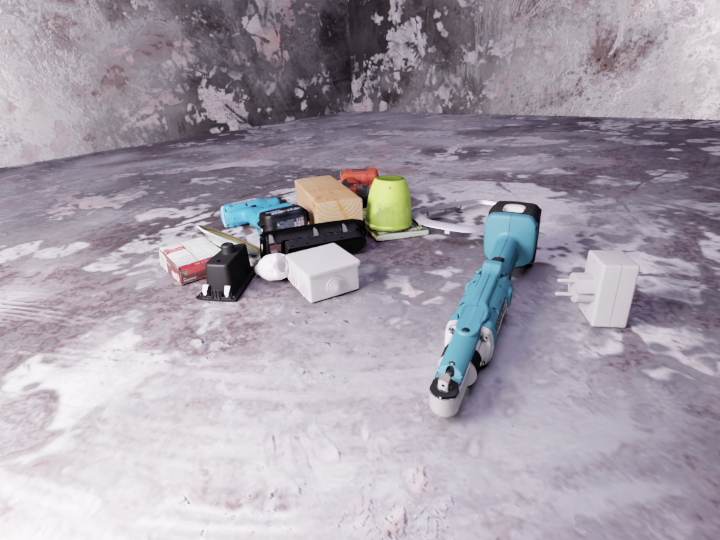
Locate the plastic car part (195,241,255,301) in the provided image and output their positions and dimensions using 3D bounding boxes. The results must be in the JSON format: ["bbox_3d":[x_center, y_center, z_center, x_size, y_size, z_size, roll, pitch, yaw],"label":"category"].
[{"bbox_3d":[-0.212,-0.007,0.679,0.067,0.069,0.118,2,28,9],"label":"plastic car part"}]

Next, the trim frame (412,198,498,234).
[{"bbox_3d":[0.222,-0.111,0.862,0.241,0.027,0.195,-16,29,-27],"label":"trim frame"}]

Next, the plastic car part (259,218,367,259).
[{"bbox_3d":[-0.073,-0.048,0.751,0.198,0.064,0.071,-14,36,-19],"label":"plastic car part"}]

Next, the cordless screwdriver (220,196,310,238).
[{"bbox_3d":[-0.182,-0.114,0.896,0.154,0.072,0.263,-20,26,-30],"label":"cordless screwdriver"}]

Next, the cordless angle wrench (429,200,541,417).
[{"bbox_3d":[0.164,0.027,0.540,0.078,0.095,0.417,9,33,26],"label":"cordless angle wrench"}]
